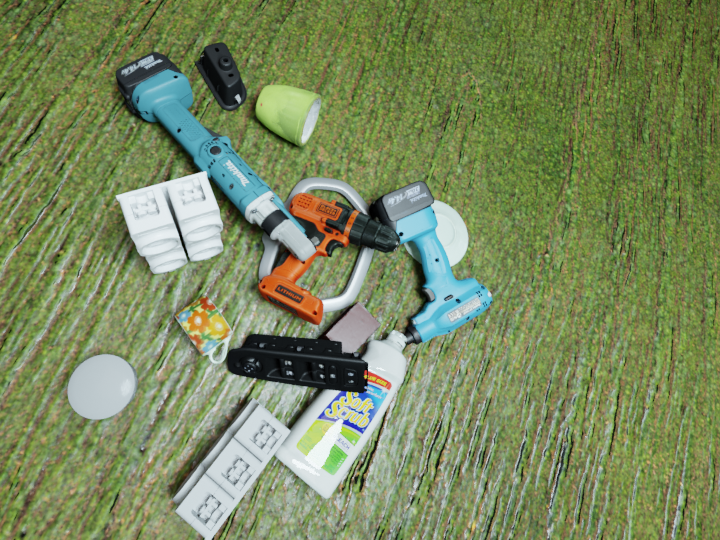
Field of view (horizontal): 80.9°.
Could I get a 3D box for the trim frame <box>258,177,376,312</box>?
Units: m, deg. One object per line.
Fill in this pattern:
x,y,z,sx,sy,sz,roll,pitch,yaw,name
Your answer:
-0.069,-0.045,0.706,0.182,0.027,0.250,22,72,-6,trim frame

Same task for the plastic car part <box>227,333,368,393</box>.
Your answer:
-0.091,0.124,0.604,0.205,0.064,0.069,1,43,6,plastic car part

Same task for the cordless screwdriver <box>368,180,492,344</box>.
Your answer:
0.092,-0.011,0.696,0.158,0.075,0.249,-29,90,-9,cordless screwdriver

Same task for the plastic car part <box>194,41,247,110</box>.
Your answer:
-0.239,-0.350,0.741,0.065,0.071,0.119,-26,78,-19,plastic car part

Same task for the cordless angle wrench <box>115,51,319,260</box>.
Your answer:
-0.218,-0.170,0.649,0.097,0.073,0.435,-38,75,-20,cordless angle wrench
